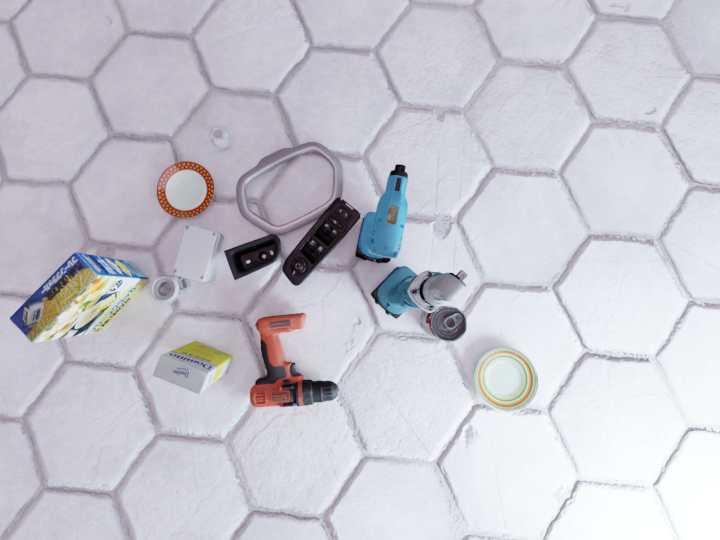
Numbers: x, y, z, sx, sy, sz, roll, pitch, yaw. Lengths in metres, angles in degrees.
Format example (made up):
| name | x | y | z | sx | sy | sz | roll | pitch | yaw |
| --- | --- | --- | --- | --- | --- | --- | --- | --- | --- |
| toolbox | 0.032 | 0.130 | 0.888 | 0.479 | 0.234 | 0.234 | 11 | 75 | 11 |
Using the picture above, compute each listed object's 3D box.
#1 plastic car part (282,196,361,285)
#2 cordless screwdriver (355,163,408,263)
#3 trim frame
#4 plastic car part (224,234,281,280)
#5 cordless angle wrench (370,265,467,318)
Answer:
| name | x | y | z | sx | sy | sz | roll | pitch | yaw |
| --- | --- | --- | --- | --- | --- | --- | --- | --- | --- |
| plastic car part | -0.088 | -0.057 | 0.896 | 0.067 | 0.067 | 0.203 | 40 | 85 | 2 |
| cordless screwdriver | 0.045 | -0.095 | 0.808 | 0.074 | 0.248 | 0.160 | 12 | 85 | -3 |
| trim frame | -0.154 | -0.184 | 0.933 | 0.248 | 0.027 | 0.186 | -29 | 83 | -2 |
| plastic car part | -0.217 | -0.030 | 0.893 | 0.116 | 0.070 | 0.066 | -21 | 86 | -3 |
| cordless angle wrench | 0.091 | 0.034 | 0.704 | 0.075 | 0.421 | 0.098 | 44 | 85 | -1 |
